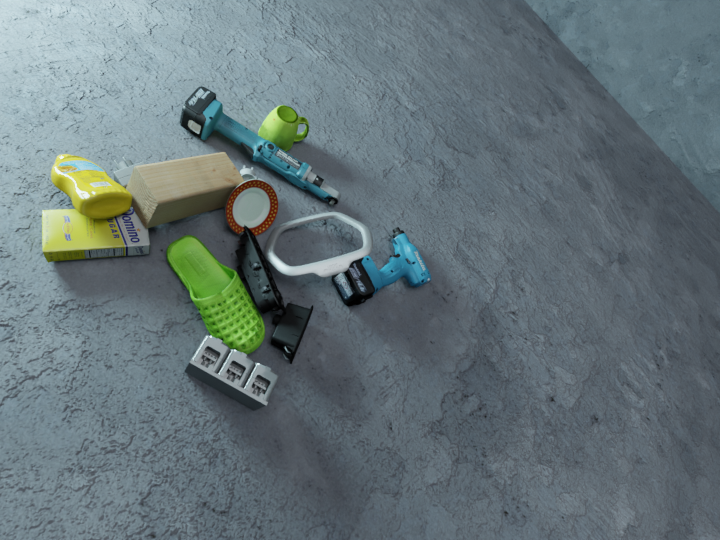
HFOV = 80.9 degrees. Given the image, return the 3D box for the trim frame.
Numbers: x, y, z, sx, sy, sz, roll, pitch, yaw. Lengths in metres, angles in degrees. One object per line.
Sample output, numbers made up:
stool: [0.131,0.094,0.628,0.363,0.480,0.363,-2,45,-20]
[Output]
trim frame: [-0.093,-0.061,0.947,0.243,0.027,0.194,-16,48,-18]

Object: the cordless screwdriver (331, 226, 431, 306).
cordless screwdriver: [0.047,-0.015,1.006,0.240,0.075,0.163,-15,72,-34]

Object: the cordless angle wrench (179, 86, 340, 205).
cordless angle wrench: [-0.228,-0.284,1.027,0.415,0.075,0.099,31,56,-10]

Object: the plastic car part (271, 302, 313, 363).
plastic car part: [-0.146,0.117,0.861,0.071,0.065,0.118,18,54,-1]

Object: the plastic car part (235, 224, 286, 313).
plastic car part: [-0.213,0.006,0.871,0.066,0.064,0.211,-28,67,-11]
